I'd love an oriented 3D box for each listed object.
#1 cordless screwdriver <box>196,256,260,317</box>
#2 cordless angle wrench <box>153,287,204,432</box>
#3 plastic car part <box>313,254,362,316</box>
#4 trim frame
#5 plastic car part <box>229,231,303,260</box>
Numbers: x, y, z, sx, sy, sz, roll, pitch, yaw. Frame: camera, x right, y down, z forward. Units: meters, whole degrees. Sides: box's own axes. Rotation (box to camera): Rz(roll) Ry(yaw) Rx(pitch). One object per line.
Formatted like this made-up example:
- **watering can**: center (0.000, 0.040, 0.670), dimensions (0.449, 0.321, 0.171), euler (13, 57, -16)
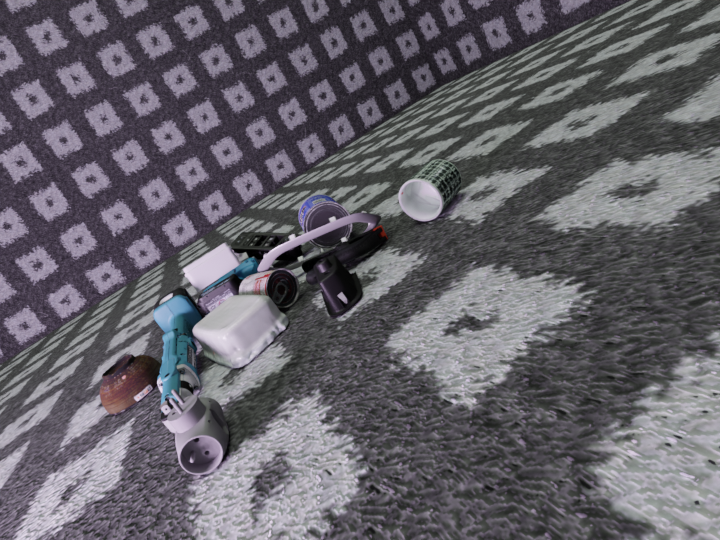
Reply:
- **cordless screwdriver**: center (-0.295, 0.050, 0.914), dimensions (0.159, 0.073, 0.254), euler (-31, 15, 1)
- **cordless angle wrench**: center (-0.304, 0.136, 0.708), dimensions (0.074, 0.094, 0.441), euler (-34, 24, -11)
- **plastic car part**: center (-0.042, 0.012, 0.635), dimensions (0.066, 0.069, 0.119), euler (-31, 15, 2)
- **trim frame**: center (-0.077, -0.050, 0.786), dimensions (0.248, 0.028, 0.179), euler (-25, -12, 0)
- **plastic car part**: center (-0.218, -0.053, 1.008), dimensions (0.212, 0.064, 0.066), euler (0, 33, 32)
